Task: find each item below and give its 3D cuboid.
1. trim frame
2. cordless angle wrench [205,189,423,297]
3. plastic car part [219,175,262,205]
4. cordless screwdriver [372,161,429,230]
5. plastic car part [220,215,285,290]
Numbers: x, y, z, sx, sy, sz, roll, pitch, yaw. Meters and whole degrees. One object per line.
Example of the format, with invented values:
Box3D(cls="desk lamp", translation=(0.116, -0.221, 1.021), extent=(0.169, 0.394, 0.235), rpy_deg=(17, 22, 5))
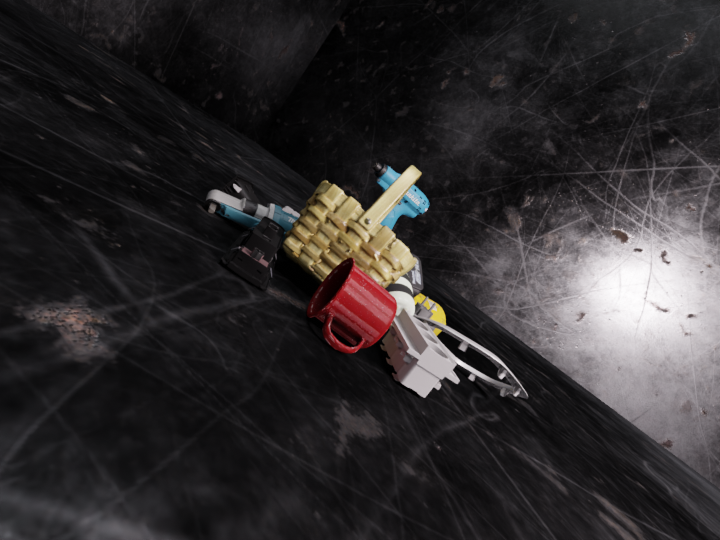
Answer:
Box3D(cls="trim frame", translation=(0.172, 0.145, 0.694), extent=(0.195, 0.027, 0.235), rpy_deg=(23, -15, 47))
Box3D(cls="cordless angle wrench", translation=(-0.074, -0.049, 0.761), extent=(0.407, 0.075, 0.100), rpy_deg=(23, 48, -22))
Box3D(cls="plastic car part", translation=(-0.217, -0.126, 0.797), extent=(0.072, 0.066, 0.114), rpy_deg=(52, 7, 4))
Box3D(cls="cordless screwdriver", translation=(0.023, -0.112, 0.960), extent=(0.153, 0.249, 0.077), rpy_deg=(38, 8, -23))
Box3D(cls="plastic car part", translation=(-0.141, -0.039, 0.598), extent=(0.065, 0.067, 0.207), rpy_deg=(27, 8, -13))
